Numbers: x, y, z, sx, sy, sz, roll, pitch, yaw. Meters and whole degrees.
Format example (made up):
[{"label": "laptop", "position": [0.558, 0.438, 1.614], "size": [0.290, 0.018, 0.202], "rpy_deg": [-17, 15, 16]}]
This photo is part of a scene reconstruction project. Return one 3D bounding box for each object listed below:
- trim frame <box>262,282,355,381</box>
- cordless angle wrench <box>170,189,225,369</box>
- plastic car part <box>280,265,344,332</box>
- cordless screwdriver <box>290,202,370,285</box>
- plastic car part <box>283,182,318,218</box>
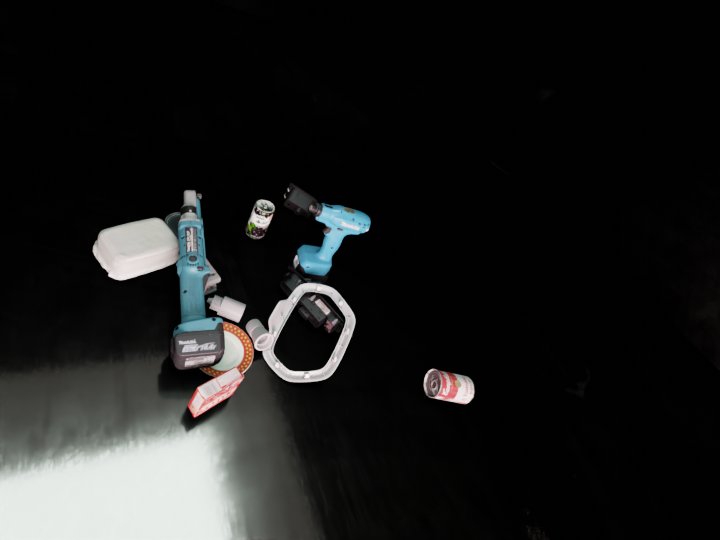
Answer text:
[{"label": "trim frame", "position": [-0.116, 0.135, 0.959], "size": [0.187, 0.027, 0.249], "rpy_deg": [24, 58, 7]}, {"label": "cordless angle wrench", "position": [-0.356, -0.010, 0.900], "size": [0.095, 0.074, 0.440], "rpy_deg": [-2, 56, -23]}, {"label": "plastic car part", "position": [-0.131, 0.078, 1.048], "size": [0.066, 0.065, 0.210], "rpy_deg": [-33, 69, -22]}, {"label": "cordless screwdriver", "position": [-0.104, -0.068, 1.064], "size": [0.152, 0.250, 0.077], "rpy_deg": [15, 43, -31]}, {"label": "plastic car part", "position": [-0.191, -0.207, 1.322], "size": [0.116, 0.066, 0.071], "rpy_deg": [33, 53, -5]}]
